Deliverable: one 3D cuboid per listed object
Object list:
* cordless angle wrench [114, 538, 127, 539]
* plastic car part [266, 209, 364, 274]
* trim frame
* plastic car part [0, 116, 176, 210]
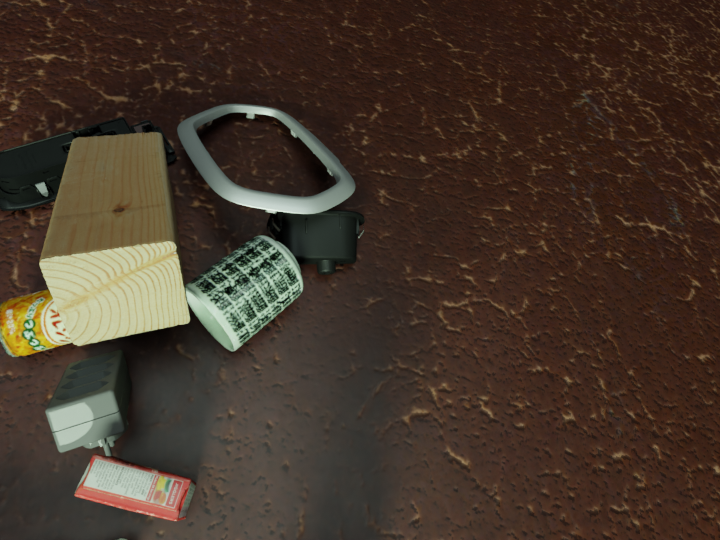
[{"bbox_3d":[-0.371,0.254,0.262,0.412,0.074,0.101,-10,66,-19],"label":"cordless angle wrench"},{"bbox_3d":[-0.048,-0.031,0.490,0.114,0.067,0.072,3,78,-15],"label":"plastic car part"},{"bbox_3d":[-0.113,-0.142,0.511,0.178,0.027,0.262,-18,49,-30],"label":"trim frame"},{"bbox_3d":[-0.321,-0.128,0.484,0.199,0.067,0.067,-30,81,-21],"label":"plastic car part"}]
